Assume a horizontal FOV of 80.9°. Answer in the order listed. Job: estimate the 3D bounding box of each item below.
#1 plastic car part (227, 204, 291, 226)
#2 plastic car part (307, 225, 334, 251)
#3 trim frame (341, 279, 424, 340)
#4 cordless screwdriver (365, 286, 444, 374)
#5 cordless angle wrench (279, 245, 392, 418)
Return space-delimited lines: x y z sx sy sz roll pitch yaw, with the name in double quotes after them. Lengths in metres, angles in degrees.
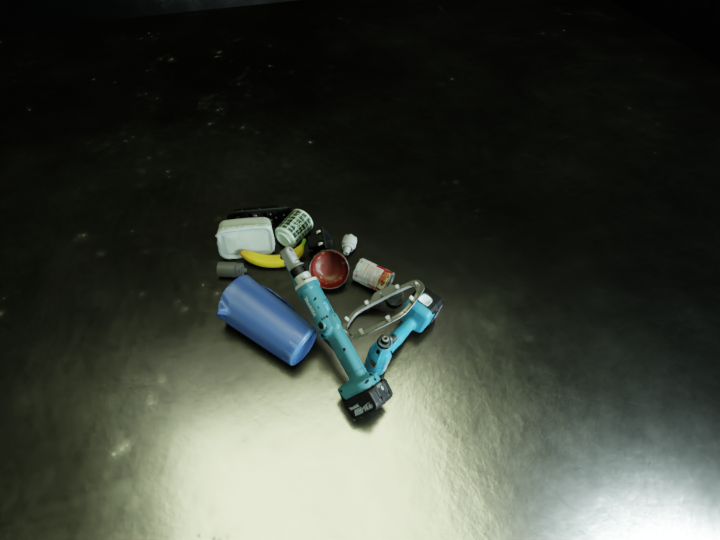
-0.321 -0.175 1.334 0.201 0.064 0.070 -8 43 -6 "plastic car part"
-0.121 -0.079 1.237 0.072 0.113 0.067 -12 77 7 "plastic car part"
0.047 0.094 1.040 0.253 0.027 0.184 -31 15 24 "trim frame"
0.107 0.135 1.027 0.077 0.155 0.245 36 58 18 "cordless screwdriver"
-0.077 0.124 0.986 0.071 0.099 0.433 -12 67 -52 "cordless angle wrench"
